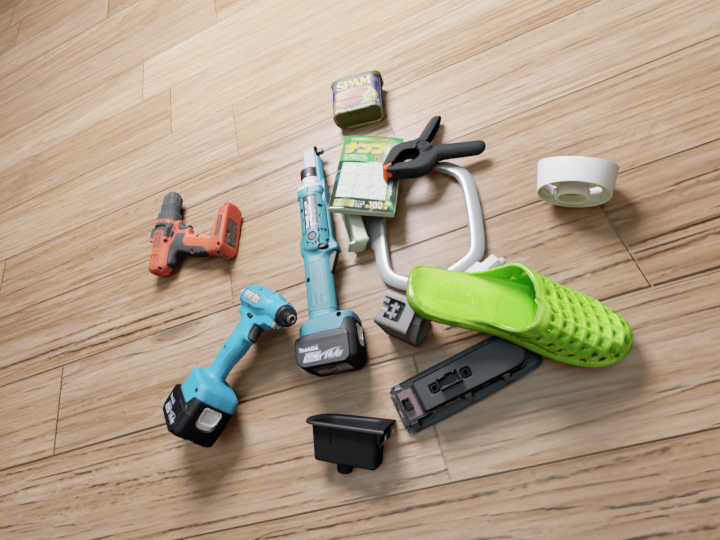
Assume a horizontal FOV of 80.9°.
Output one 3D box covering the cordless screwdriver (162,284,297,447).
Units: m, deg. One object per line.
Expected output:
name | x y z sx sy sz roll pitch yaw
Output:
cordless screwdriver | -0.191 0.141 0.643 0.167 0.071 0.249 12 68 56

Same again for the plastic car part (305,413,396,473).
plastic car part | -0.015 0.237 0.574 0.120 0.063 0.072 -6 80 22

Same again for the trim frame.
trim frame | 0.099 -0.081 0.686 0.189 0.026 0.254 -9 66 17

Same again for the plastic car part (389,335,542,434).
plastic car part | 0.134 0.137 0.557 0.204 0.063 0.069 -28 54 5

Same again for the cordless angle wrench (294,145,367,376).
cordless angle wrench | -0.070 -0.046 0.715 0.100 0.071 0.437 -16 60 13
